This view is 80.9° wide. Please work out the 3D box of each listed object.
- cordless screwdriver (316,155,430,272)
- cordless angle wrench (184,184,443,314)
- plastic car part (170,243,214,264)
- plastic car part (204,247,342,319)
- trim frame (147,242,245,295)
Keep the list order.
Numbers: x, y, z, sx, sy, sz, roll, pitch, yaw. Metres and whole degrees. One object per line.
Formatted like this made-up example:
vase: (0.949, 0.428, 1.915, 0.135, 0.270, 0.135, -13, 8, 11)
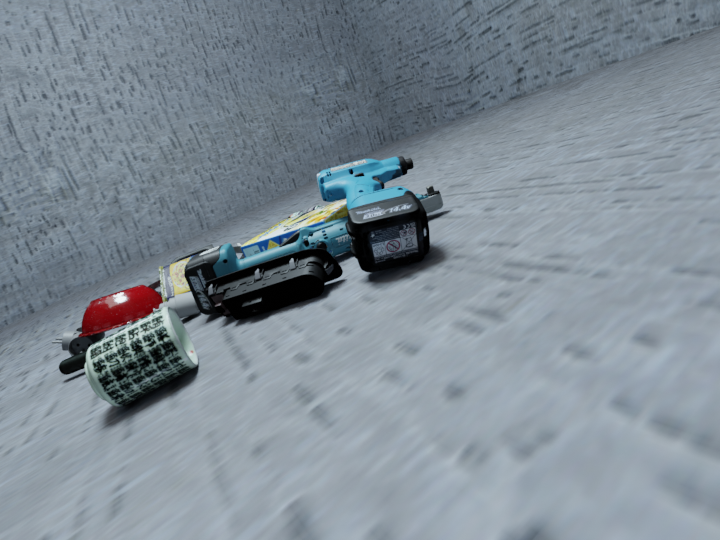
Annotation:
cordless screwdriver: (0.034, -0.103, 0.606, 0.158, 0.071, 0.259, -17, 33, -5)
cordless angle wrench: (-0.067, -0.044, 0.685, 0.423, 0.096, 0.076, -20, 13, 0)
plastic car part: (-0.394, -0.002, 1.013, 0.114, 0.068, 0.069, -25, 52, -21)
plastic car part: (-0.125, 0.024, 0.583, 0.207, 0.064, 0.068, -19, 25, 15)
trim frame: (-0.347, 0.000, 0.913, 0.249, 0.028, 0.181, -23, -5, 2)
